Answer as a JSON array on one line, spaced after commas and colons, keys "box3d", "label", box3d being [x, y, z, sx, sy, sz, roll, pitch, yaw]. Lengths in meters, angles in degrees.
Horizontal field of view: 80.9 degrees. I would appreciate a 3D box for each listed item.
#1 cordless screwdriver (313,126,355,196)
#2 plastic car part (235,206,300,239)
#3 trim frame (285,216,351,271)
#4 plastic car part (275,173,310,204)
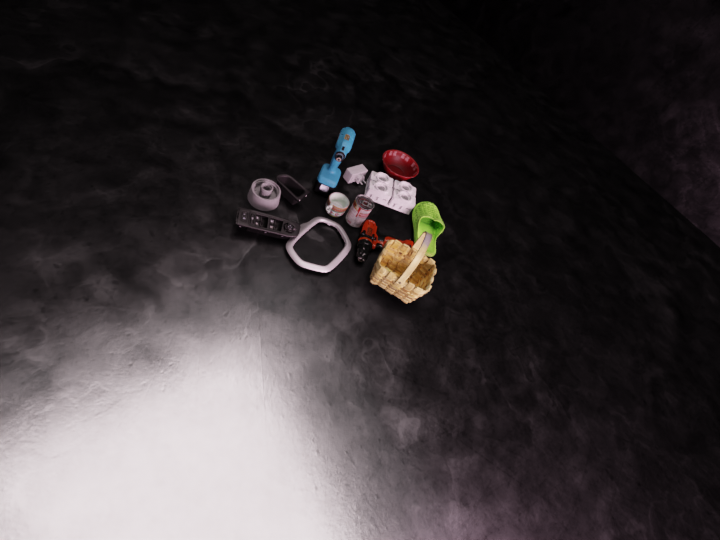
[{"box3d": [-0.092, -0.352, 1.442, 0.073, 0.248, 0.162, 23, 50, -11], "label": "cordless screwdriver"}, {"box3d": [-0.288, -0.135, 1.314, 0.198, 0.067, 0.068, 10, 52, -15], "label": "plastic car part"}, {"box3d": [-0.134, -0.087, 1.366, 0.187, 0.027, 0.246, 35, 49, 6], "label": "trim frame"}, {"box3d": [-0.241, -0.269, 1.434, 0.119, 0.071, 0.065, 40, 49, 9], "label": "plastic car part"}]
